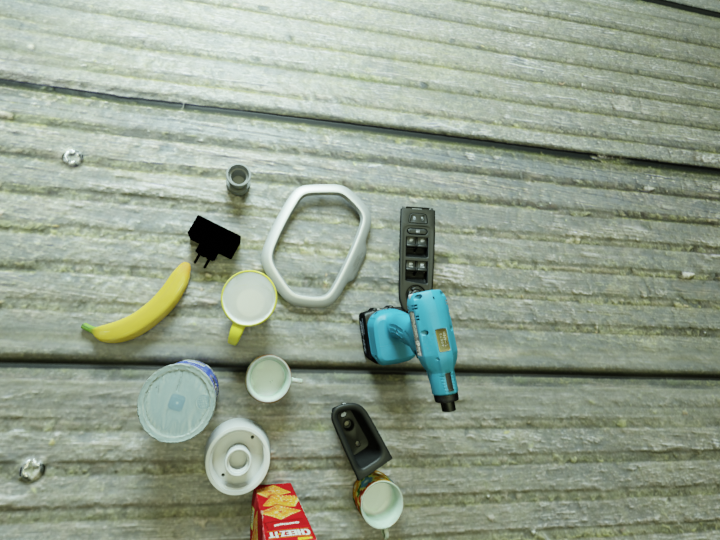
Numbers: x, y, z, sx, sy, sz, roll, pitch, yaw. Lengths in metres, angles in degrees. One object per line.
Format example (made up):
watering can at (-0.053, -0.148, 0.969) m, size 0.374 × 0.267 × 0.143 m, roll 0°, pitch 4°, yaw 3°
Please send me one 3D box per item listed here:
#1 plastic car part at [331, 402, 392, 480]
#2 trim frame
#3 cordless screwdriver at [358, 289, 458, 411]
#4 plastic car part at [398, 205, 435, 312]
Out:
plastic car part at (-0.011, 0.270, 0.706) m, size 0.065 × 0.071 × 0.118 m, roll -26°, pitch 85°, yaw -18°
trim frame at (-0.077, -0.051, 0.790) m, size 0.182 × 0.028 × 0.249 m, roll 25°, pitch 74°, yaw -5°
cordless screwdriver at (0.074, 0.123, 0.664) m, size 0.073 × 0.251 × 0.161 m, roll -7°, pitch 82°, yaw -17°
plastic car part at (0.098, -0.016, 0.797) m, size 0.065 × 0.067 × 0.205 m, roll 5°, pitch 77°, yaw -13°
